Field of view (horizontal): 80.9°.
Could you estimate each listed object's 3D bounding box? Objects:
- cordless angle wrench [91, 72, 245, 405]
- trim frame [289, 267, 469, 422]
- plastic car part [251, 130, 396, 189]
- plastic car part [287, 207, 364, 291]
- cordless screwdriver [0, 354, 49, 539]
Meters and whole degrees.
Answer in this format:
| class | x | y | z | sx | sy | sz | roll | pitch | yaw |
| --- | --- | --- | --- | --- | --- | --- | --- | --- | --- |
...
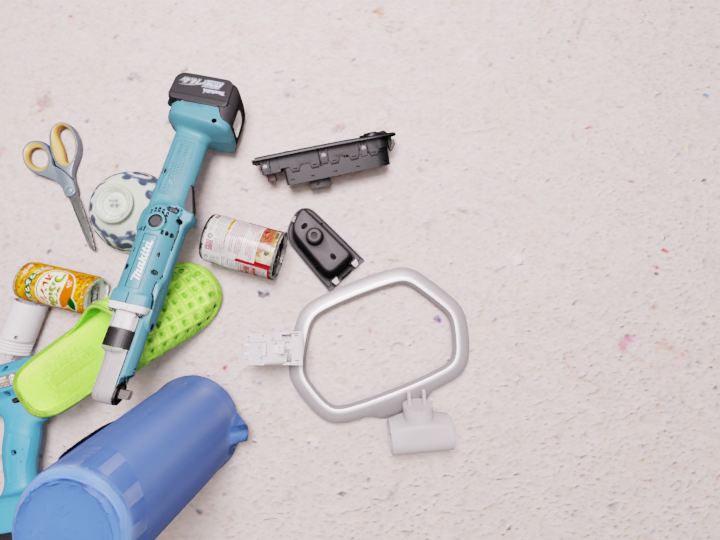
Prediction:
| class | x | y | z | sx | sy | sz | roll | pitch | yaw |
| --- | --- | --- | --- | --- | --- | --- | --- | --- | --- |
| cordless angle wrench | -0.247 | -0.054 | 0.533 | 0.098 | 0.073 | 0.428 | 10 | 71 | 1 |
| trim frame | 0.023 | 0.102 | 0.567 | 0.248 | 0.027 | 0.187 | -22 | 81 | -2 |
| plastic car part | -0.044 | -0.152 | 0.586 | 0.203 | 0.066 | 0.067 | -15 | 94 | 0 |
| plastic car part | -0.055 | -0.036 | 0.567 | 0.066 | 0.071 | 0.117 | -42 | 87 | -5 |
| cordless screwdriver | -0.409 | 0.234 | 0.548 | 0.159 | 0.073 | 0.253 | -16 | 78 | -1 |
